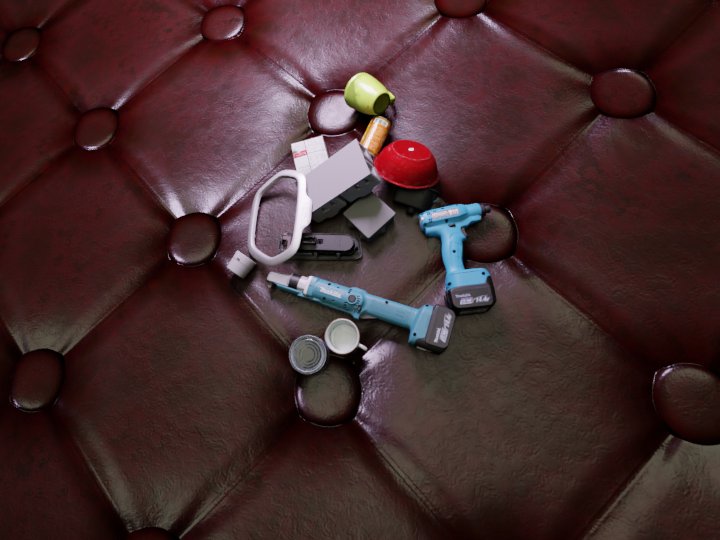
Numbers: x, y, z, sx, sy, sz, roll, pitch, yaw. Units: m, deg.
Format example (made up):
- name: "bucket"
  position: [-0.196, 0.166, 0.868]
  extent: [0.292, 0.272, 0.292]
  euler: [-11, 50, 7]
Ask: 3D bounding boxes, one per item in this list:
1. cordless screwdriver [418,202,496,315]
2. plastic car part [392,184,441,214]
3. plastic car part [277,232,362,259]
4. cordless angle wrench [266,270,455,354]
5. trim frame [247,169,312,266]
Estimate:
- name: "cordless screwdriver"
  position: [0.235, -0.033, 0.926]
  extent: [0.160, 0.072, 0.256]
  euler: [-13, 67, 3]
- name: "plastic car part"
  position: [0.122, -0.170, 0.999]
  extent: [0.119, 0.064, 0.071]
  euler: [24, 92, 11]
- name: "plastic car part"
  position: [-0.097, -0.064, 0.995]
  extent: [0.205, 0.065, 0.067]
  euler: [4, 67, 7]
- name: "cordless angle wrench"
  position: [-0.015, 0.071, 0.933]
  extent: [0.436, 0.072, 0.098]
  euler: [17, 75, 16]
- name: "trim frame"
  position: [-0.197, -0.128, 1.015]
  extent: [0.192, 0.026, 0.253]
  euler: [-8, 67, 32]
